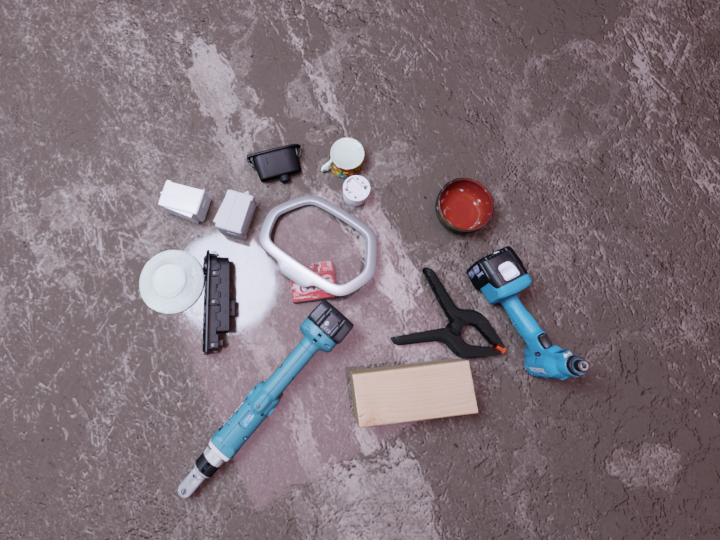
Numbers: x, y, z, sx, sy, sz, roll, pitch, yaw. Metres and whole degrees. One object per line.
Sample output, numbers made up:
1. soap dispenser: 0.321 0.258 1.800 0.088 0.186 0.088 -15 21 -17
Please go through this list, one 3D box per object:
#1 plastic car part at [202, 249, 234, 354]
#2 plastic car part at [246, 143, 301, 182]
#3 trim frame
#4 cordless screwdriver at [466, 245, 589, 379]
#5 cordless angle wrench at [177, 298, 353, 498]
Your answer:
1. plastic car part: -0.277 0.056 0.815 0.066 0.067 0.206 -4 78 -14
2. plastic car part: -0.173 -0.218 0.883 0.115 0.067 0.070 -13 95 -8
3. trim frame: -0.082 -0.054 0.839 0.254 0.027 0.183 32 66 12
4. cordless screwdriver: 0.303 0.078 0.769 0.074 0.157 0.254 -25 79 -9
5. cordless angle wrench: -0.178 0.235 0.765 0.075 0.098 0.422 41 83 0
